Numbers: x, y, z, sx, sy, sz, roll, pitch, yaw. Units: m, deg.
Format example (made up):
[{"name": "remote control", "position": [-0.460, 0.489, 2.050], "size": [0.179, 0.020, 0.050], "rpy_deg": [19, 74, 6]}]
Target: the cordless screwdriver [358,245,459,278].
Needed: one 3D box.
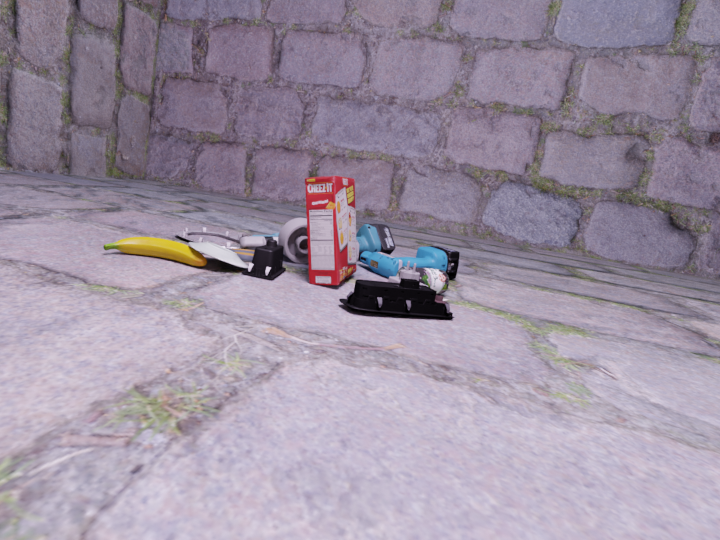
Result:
[{"name": "cordless screwdriver", "position": [0.125, -0.025, 1.104], "size": [0.238, 0.073, 0.168], "rpy_deg": [-3, 15, -33]}]

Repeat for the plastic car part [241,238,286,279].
[{"name": "plastic car part", "position": [-0.188, -0.028, 0.868], "size": [0.067, 0.070, 0.116], "rpy_deg": [11, 13, 7]}]

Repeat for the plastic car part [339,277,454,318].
[{"name": "plastic car part", "position": [0.065, 0.047, 0.726], "size": [0.197, 0.066, 0.069], "rpy_deg": [2, 19, -20]}]

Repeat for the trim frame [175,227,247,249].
[{"name": "trim frame", "position": [-0.379, -0.085, 1.127], "size": [0.262, 0.027, 0.175], "rpy_deg": [15, 12, 37]}]

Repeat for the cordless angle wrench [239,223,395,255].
[{"name": "cordless angle wrench", "position": [-0.109, -0.071, 1.115], "size": [0.407, 0.101, 0.075], "rpy_deg": [-2, -27, -26]}]
